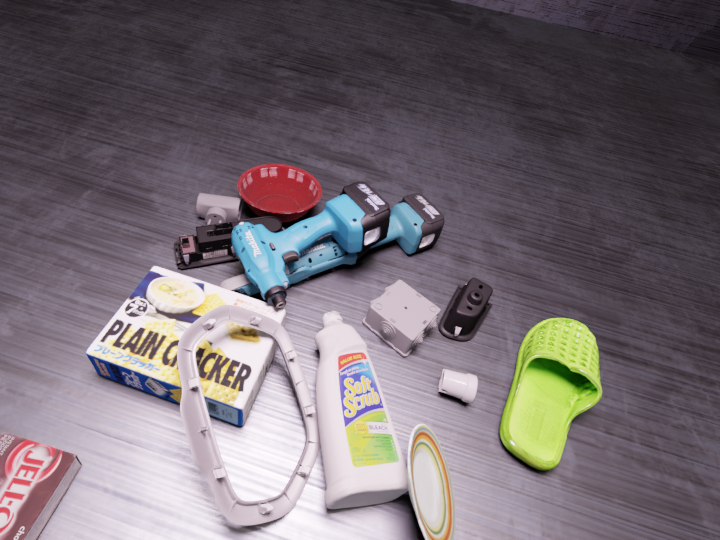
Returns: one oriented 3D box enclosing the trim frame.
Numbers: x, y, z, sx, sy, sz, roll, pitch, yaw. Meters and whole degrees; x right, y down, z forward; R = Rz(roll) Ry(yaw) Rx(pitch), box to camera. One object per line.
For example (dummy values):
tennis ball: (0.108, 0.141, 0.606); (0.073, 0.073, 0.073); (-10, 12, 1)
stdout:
trim frame: (-0.127, 0.159, 0.501); (0.176, 0.028, 0.252); (-9, 75, -49)

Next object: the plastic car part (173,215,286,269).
plastic car part: (-0.221, -0.059, 0.743); (0.197, 0.065, 0.070); (-9, 44, -21)

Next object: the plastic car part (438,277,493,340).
plastic car part: (0.181, 0.057, 0.698); (0.068, 0.069, 0.115); (30, 46, 15)

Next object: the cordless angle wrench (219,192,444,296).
cordless angle wrench: (-0.043, -0.035, 0.746); (0.412, 0.072, 0.103); (-21, 55, -24)

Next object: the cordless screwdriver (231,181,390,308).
cordless screwdriver: (-0.065, -0.043, 0.667); (0.244, 0.072, 0.167); (-22, 53, -17)
